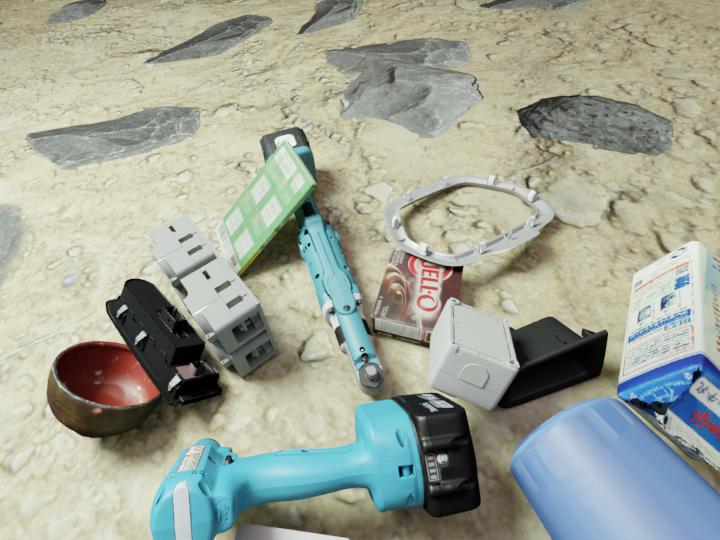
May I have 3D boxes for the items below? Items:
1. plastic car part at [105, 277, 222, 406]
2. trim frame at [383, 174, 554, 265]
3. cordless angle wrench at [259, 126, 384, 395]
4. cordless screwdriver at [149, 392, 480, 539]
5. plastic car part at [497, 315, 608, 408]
[{"bbox_3d":[-0.238,0.069,0.497,0.214,0.066,0.063,30,23,34],"label":"plastic car part"},{"bbox_3d":[0.147,-0.079,0.583,0.242,0.027,0.195,-23,45,-25],"label":"trim frame"},{"bbox_3d":[-0.055,-0.036,0.566,0.074,0.094,0.443,-17,53,-9],"label":"cordless angle wrench"},{"bbox_3d":[-0.040,0.163,0.369,0.245,0.160,0.075,-6,85,-12],"label":"cordless screwdriver"},{"bbox_3d":[0.178,0.086,0.439,0.116,0.063,0.074,-17,34,-4],"label":"plastic car part"}]
